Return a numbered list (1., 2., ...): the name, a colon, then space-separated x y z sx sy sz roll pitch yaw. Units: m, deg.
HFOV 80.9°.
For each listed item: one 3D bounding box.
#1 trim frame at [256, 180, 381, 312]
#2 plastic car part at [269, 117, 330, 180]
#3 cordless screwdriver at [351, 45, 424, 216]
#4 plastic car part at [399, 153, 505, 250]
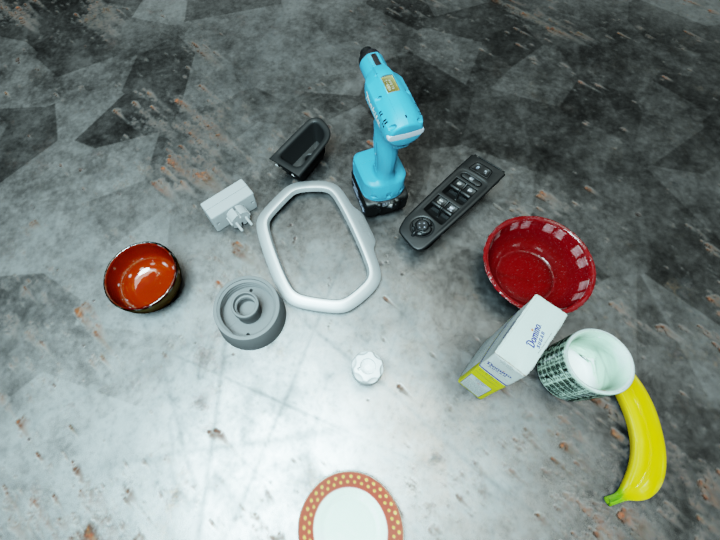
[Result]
1. trim frame: -0.068 -0.045 0.699 0.182 0.027 0.258 -22 66 -8
2. plastic car part: -0.096 -0.206 0.752 0.068 0.069 0.116 34 70 13
3. cordless screwdriver: 0.028 -0.201 0.649 0.074 0.243 0.164 -15 68 -9
4. plastic car part: 0.142 -0.104 0.697 0.201 0.065 0.069 -42 72 -16
